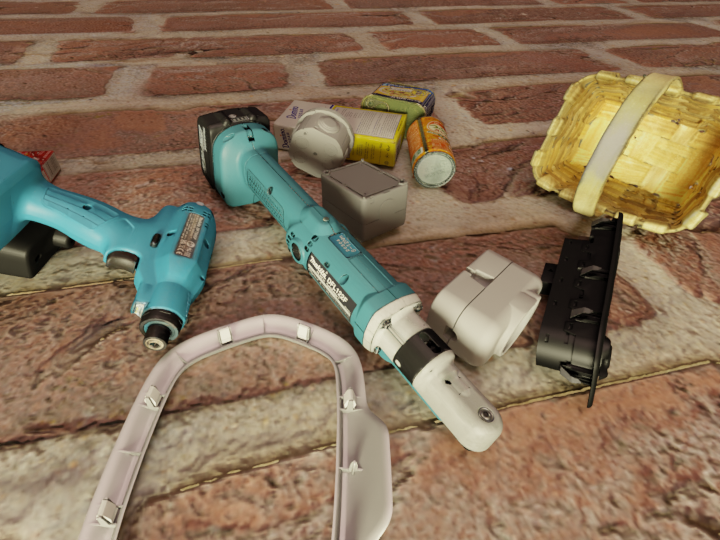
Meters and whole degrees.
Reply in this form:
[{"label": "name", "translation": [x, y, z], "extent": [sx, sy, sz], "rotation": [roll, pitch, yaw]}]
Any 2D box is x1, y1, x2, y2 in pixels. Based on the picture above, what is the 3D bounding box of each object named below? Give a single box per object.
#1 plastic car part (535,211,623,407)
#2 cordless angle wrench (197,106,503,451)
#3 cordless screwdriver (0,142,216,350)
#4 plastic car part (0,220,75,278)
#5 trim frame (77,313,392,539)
[{"label": "plastic car part", "translation": [0.195, 0.022, 0.374], "extent": [0.070, 0.064, 0.202], "rotation": [12, 43, 22]}, {"label": "cordless angle wrench", "translation": [-0.039, -0.025, 0.398], "extent": [0.072, 0.096, 0.446], "rotation": [-21, 51, -30]}, {"label": "cordless screwdriver", "translation": [-0.252, -0.027, 0.354], "extent": [0.241, 0.074, 0.165], "rotation": [18, 39, -19]}, {"label": "plastic car part", "translation": [-0.327, -0.037, 0.422], "extent": [0.070, 0.065, 0.119], "rotation": [18, 40, -8]}, {"label": "trim frame", "translation": [-0.073, 0.124, 0.278], "extent": [0.184, 0.027, 0.255], "rotation": [3, 41, 0]}]
